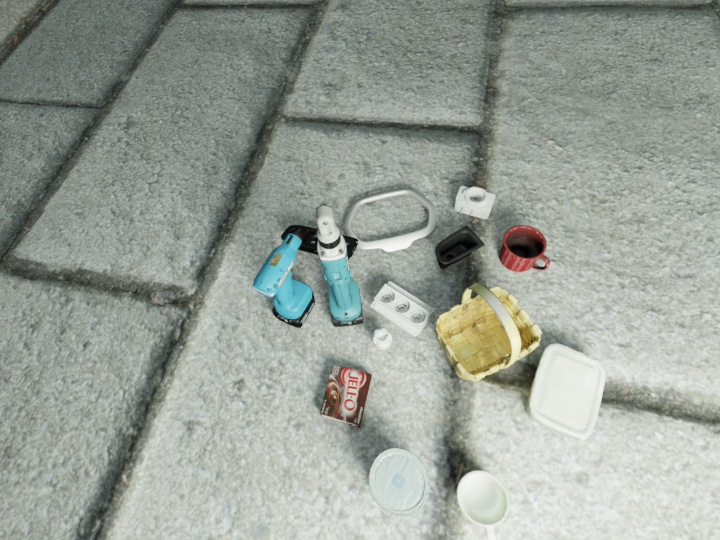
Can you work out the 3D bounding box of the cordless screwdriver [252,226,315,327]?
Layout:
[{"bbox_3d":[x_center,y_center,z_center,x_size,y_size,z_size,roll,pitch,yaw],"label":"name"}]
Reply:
[{"bbox_3d":[-0.156,0.022,0.955,0.077,0.240,0.159,21,66,15],"label":"cordless screwdriver"}]

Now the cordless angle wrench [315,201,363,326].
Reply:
[{"bbox_3d":[-0.046,0.003,0.851,0.075,0.408,0.101,-7,62,1],"label":"cordless angle wrench"}]

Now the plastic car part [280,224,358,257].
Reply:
[{"bbox_3d":[-0.107,-0.070,1.099,0.210,0.064,0.067,17,65,17],"label":"plastic car part"}]

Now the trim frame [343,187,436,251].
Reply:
[{"bbox_3d":[0.077,-0.136,1.128,0.249,0.026,0.191,-13,60,2],"label":"trim frame"}]

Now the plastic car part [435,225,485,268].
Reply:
[{"bbox_3d":[0.229,-0.045,1.028,0.115,0.068,0.069,-30,63,-9],"label":"plastic car part"}]
